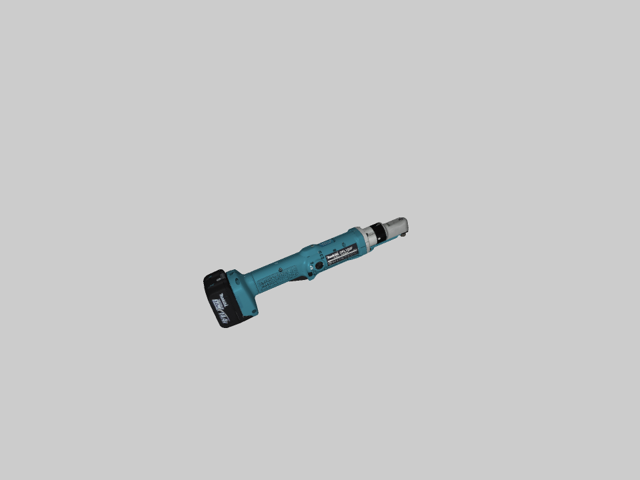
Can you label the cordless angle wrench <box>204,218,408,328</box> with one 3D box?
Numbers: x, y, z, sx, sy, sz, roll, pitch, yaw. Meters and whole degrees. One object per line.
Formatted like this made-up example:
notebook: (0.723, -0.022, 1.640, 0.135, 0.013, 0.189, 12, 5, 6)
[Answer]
cordless angle wrench: (-0.013, 0.041, 0.834, 0.422, 0.098, 0.074, -22, 31, -12)
